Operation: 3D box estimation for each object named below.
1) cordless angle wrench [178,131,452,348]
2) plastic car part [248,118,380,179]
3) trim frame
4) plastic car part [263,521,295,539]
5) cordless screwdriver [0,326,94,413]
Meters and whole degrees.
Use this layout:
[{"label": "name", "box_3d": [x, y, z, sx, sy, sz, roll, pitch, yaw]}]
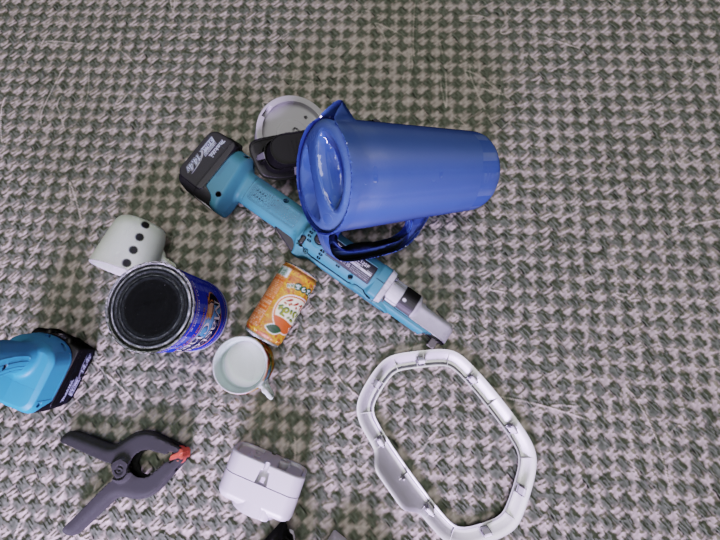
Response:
[{"label": "cordless angle wrench", "box_3d": [-0.057, -0.037, 0.584, 0.429, 0.073, 0.098, 35, 81, 8]}, {"label": "plastic car part", "box_3d": [-0.046, -0.165, 0.571, 0.199, 0.069, 0.065, -14, 100, -16]}, {"label": "trim frame", "box_3d": [0.107, 0.218, 0.536, 0.183, 0.027, 0.253, -36, 80, -4]}, {"label": "plastic car part", "box_3d": [-0.102, 0.369, 0.495, 0.070, 0.066, 0.116, 37, 97, -6]}, {"label": "cordless screwdriver", "box_3d": [-0.420, 0.129, 0.471, 0.075, 0.245, 0.160, 21, 75, 2]}]
